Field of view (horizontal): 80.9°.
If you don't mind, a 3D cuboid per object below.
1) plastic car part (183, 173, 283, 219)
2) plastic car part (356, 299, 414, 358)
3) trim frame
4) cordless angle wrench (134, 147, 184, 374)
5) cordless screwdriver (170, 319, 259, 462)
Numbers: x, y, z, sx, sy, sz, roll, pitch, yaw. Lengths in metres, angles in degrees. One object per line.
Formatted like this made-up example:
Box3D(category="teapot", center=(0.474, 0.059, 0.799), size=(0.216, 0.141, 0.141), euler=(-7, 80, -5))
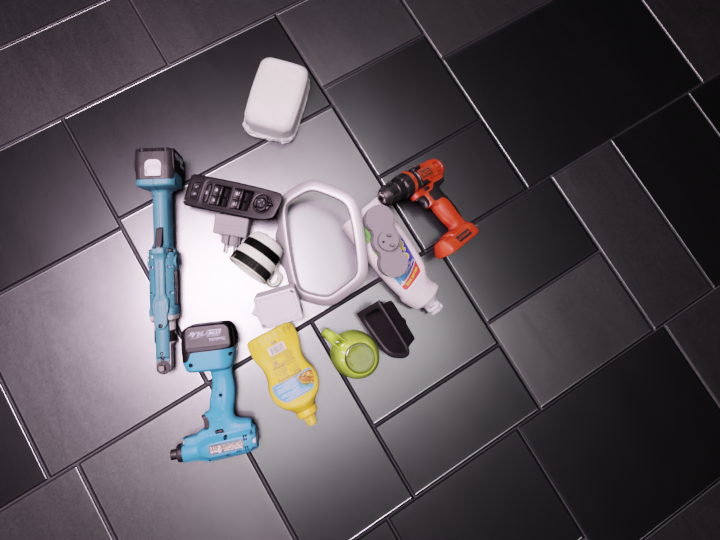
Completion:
Box3D(category="plastic car part", center=(-0.244, -0.134, 0.832), size=(0.210, 0.064, 0.067), euler=(12, 74, 19))
Box3D(category="plastic car part", center=(0.061, 0.108, 0.826), size=(0.117, 0.067, 0.069), euler=(54, 41, 4))
Box3D(category="trim frame", center=(-0.081, -0.053, 0.827), size=(0.188, 0.027, 0.246), euler=(-8, 96, 15))
Box3D(category="cordless angle wrench", center=(-0.379, -0.019, 0.811), size=(0.074, 0.098, 0.425), euler=(-3, 86, -8))
Box3D(category="cordless screwdriver", center=(-0.287, 0.224, 0.783), size=(0.158, 0.074, 0.250), euler=(-11, 86, -6))
